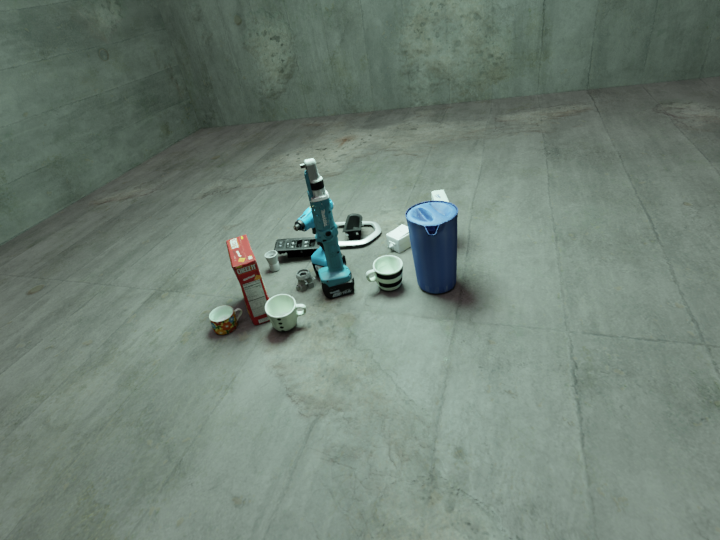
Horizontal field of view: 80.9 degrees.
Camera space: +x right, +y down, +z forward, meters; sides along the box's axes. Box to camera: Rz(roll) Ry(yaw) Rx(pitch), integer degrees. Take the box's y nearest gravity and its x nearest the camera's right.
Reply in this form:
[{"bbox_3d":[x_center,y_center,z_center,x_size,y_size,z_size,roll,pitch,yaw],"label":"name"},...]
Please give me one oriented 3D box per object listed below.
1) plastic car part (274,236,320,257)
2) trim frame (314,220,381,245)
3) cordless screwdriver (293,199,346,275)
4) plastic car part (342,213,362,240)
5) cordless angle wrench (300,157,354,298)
[{"bbox_3d":[-0.193,-0.076,1.465,0.206,0.064,0.068,-6,33,10],"label":"plastic car part"},{"bbox_3d":[-0.049,-0.137,1.538,0.255,0.026,0.187,-3,35,15],"label":"trim frame"},{"bbox_3d":[-0.127,-0.083,1.295,0.078,0.240,0.157,13,40,33],"label":"cordless screwdriver"},{"bbox_3d":[-0.020,-0.146,1.504,0.067,0.068,0.118,-4,34,12],"label":"plastic car part"},{"bbox_3d":[-0.096,-0.111,1.175,0.097,0.407,0.077,-14,32,-5],"label":"cordless angle wrench"}]
